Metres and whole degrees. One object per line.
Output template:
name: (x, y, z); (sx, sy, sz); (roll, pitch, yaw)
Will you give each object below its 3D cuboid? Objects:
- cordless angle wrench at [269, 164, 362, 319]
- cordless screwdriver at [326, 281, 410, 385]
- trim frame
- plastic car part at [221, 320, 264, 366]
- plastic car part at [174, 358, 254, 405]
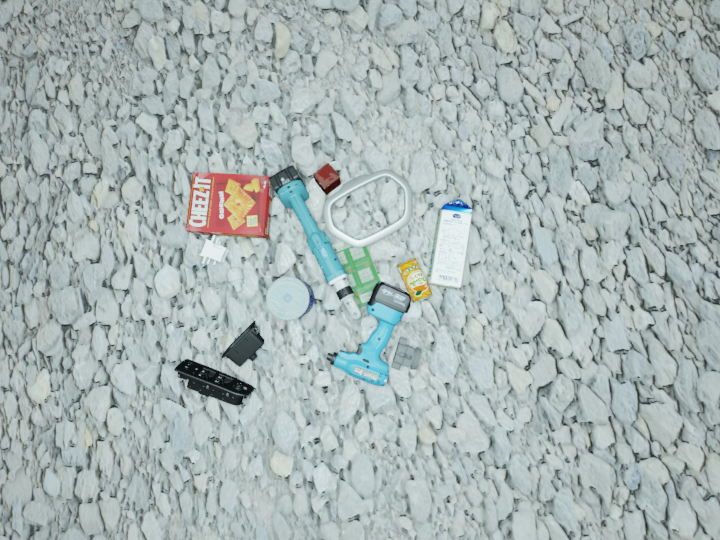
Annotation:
cordless angle wrench: (-0.104, -0.068, 1.060); (0.074, 0.095, 0.434); (-29, 74, 1)
cordless screwdriver: (0.022, 0.149, 1.056); (0.161, 0.073, 0.248); (19, 93, 6)
trim frame: (0.021, -0.168, 1.120); (0.248, 0.027, 0.188); (-29, 79, 0)
plastic car part: (-0.293, 0.199, 1.092); (0.070, 0.067, 0.116); (42, 91, -9)
plastic car part: (-0.376, 0.294, 1.082); (0.205, 0.066, 0.067); (15, 95, 6)
